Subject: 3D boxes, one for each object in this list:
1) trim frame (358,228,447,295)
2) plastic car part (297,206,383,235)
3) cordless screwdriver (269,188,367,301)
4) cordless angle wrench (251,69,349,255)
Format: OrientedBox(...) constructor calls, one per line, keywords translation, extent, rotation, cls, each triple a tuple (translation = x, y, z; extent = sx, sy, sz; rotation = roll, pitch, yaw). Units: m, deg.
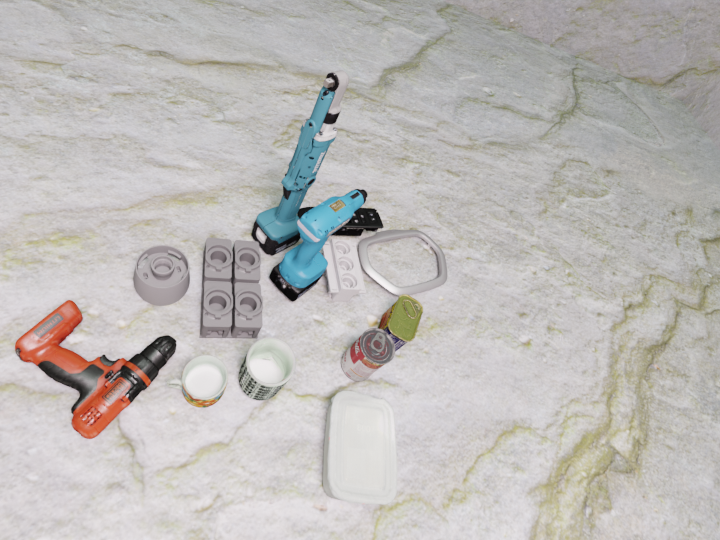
OrientedBox(translation=(0.105, -0.027, 1.007), extent=(0.240, 0.027, 0.191), rotation=(-14, 62, -30), cls="trim frame")
OrientedBox(translation=(-0.054, -0.112, 0.978), extent=(0.196, 0.067, 0.069), rotation=(2, 57, -21), cls="plastic car part")
OrientedBox(translation=(-0.079, -0.052, 0.806), extent=(0.076, 0.249, 0.156), rotation=(45, 51, 7), cls="cordless screwdriver")
OrientedBox(translation=(-0.109, -0.178, 0.774), extent=(0.095, 0.423, 0.076), rotation=(-31, 76, -38), cls="cordless angle wrench")
